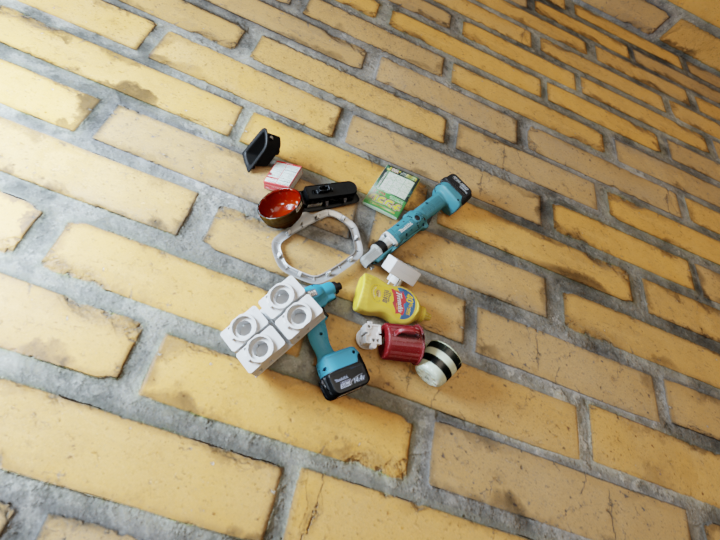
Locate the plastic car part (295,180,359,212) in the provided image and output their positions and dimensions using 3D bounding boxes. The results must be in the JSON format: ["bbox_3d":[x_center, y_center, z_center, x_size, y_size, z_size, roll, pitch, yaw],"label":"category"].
[{"bbox_3d":[-0.091,-0.203,1.116,0.196,0.067,0.069,-11,61,-28],"label":"plastic car part"}]

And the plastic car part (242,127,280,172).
[{"bbox_3d":[-0.246,-0.310,1.095,0.067,0.119,0.068,1,62,-48],"label":"plastic car part"}]

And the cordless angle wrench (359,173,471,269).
[{"bbox_3d":[0.146,-0.130,1.153,0.416,0.074,0.100,-38,81,-29],"label":"cordless angle wrench"}]

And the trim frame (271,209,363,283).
[{"bbox_3d":[-0.102,-0.067,1.048,0.243,0.027,0.190,-33,71,-29],"label":"trim frame"}]

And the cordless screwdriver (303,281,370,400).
[{"bbox_3d":[-0.062,0.142,0.928,0.154,0.074,0.257,-20,67,-28],"label":"cordless screwdriver"}]
